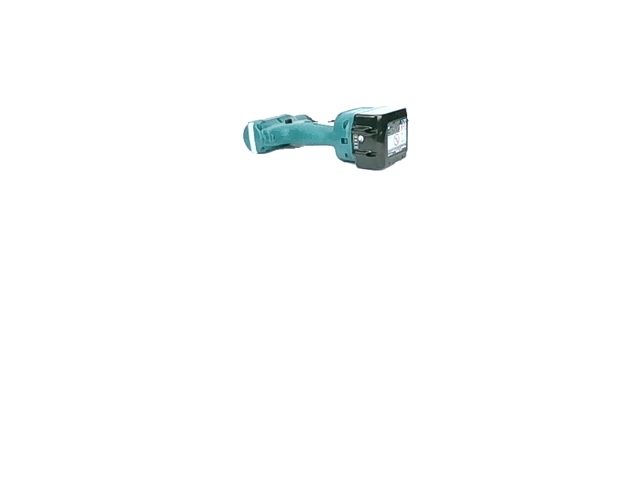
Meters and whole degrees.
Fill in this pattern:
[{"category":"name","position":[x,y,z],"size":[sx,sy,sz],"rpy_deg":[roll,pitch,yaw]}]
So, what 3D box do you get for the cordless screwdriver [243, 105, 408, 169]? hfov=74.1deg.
[{"category":"cordless screwdriver","position":[0.018,-0.172,0.665],"size":[0.250,0.074,0.158],"rpy_deg":[12,30,33]}]
